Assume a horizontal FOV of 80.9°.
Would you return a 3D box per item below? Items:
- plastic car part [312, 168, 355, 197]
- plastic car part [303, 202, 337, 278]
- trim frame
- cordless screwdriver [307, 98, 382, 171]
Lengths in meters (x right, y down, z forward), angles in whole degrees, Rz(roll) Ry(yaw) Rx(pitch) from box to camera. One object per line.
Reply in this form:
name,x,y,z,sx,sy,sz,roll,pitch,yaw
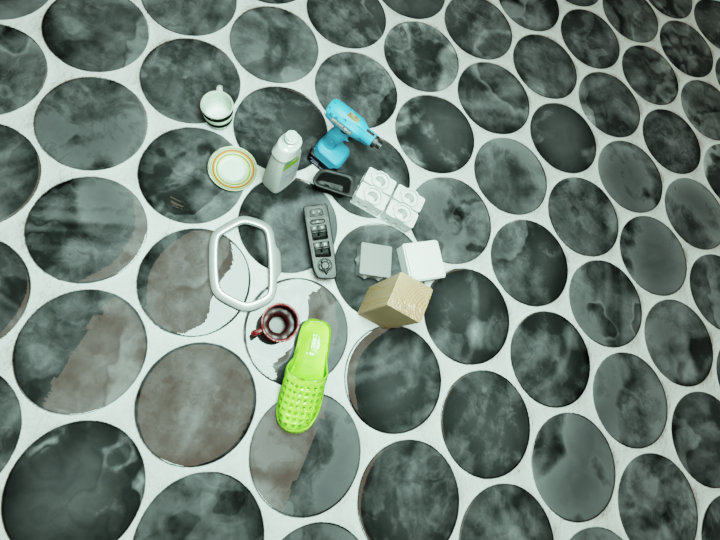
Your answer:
plastic car part,-0.081,-0.236,1.174,0.114,0.071,0.067,13,73,-12
plastic car part,-0.110,-0.072,1.124,0.065,0.067,0.206,-7,77,-18
trim frame,-0.294,-0.020,1.085,0.180,0.028,0.253,-3,76,-15
cordless screwdriver,-0.045,-0.329,1.114,0.158,0.251,0.074,39,69,-6
